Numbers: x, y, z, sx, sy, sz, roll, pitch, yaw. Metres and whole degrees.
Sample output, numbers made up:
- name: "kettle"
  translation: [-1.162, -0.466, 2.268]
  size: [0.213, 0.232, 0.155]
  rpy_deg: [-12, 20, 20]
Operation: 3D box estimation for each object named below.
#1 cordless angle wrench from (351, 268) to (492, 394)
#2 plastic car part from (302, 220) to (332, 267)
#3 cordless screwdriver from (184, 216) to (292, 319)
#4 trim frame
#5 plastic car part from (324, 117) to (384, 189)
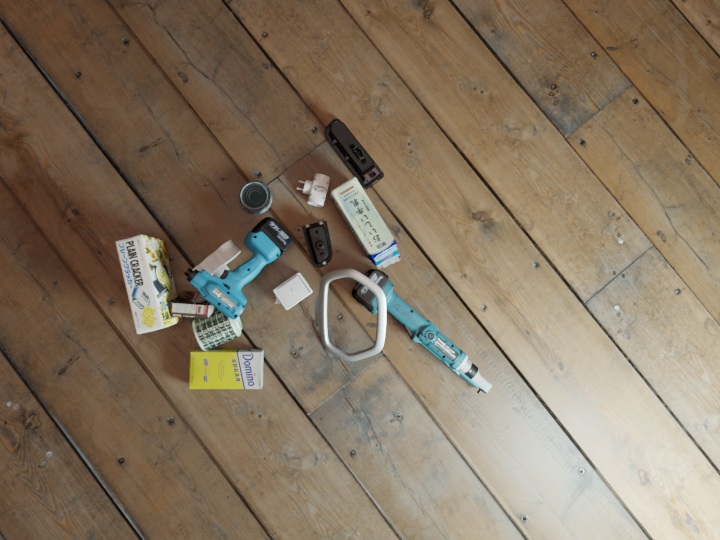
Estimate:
- name: "cordless angle wrench"
  translation: [0.165, 0.161, 1.062]
  size: [0.422, 0.074, 0.098]
  rpy_deg: [40, 85, -1]
- name: "plastic car part"
  translation: [-0.104, -0.068, 1.069]
  size: [0.066, 0.070, 0.117]
  rpy_deg: [-13, 84, -4]
- name: "cordless screwdriver"
  translation: [-0.288, -0.026, 1.012]
  size: [0.156, 0.076, 0.248]
  rpy_deg: [40, 67, -12]
- name: "trim frame"
  translation: [-0.028, 0.110, 1.032]
  size: [0.190, 0.027, 0.243]
  rpy_deg: [7, 110, 19]
- name: "plastic car part"
  translation: [-0.021, -0.310, 1.097]
  size: [0.066, 0.066, 0.205]
  rpy_deg: [-38, 86, 2]
